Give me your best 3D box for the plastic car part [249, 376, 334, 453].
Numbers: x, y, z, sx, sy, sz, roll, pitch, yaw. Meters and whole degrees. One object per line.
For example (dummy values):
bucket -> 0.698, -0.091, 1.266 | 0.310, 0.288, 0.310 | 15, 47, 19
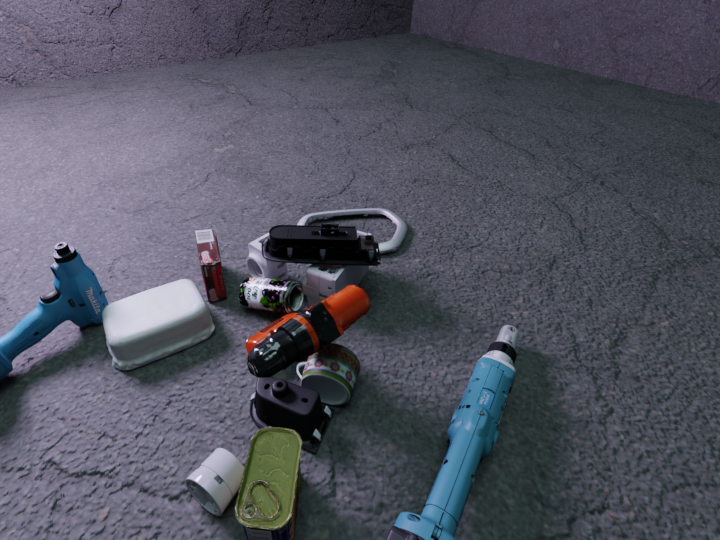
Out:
plastic car part -> -0.098, 0.176, 0.561 | 0.120, 0.069, 0.066 | 17, 39, 15

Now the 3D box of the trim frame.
trim frame -> -0.020, -0.090, 0.930 | 0.246, 0.026, 0.192 | -8, 40, -6

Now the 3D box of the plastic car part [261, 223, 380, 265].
plastic car part -> -0.069, -0.045, 0.708 | 0.204, 0.065, 0.068 | -1, 45, 3

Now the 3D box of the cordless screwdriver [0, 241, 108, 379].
cordless screwdriver -> -0.510, 0.074, 0.627 | 0.078, 0.154, 0.245 | 24, 46, 25

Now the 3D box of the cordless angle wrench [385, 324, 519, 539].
cordless angle wrench -> 0.137, 0.198, 0.519 | 0.077, 0.095, 0.417 | 23, 40, 20
